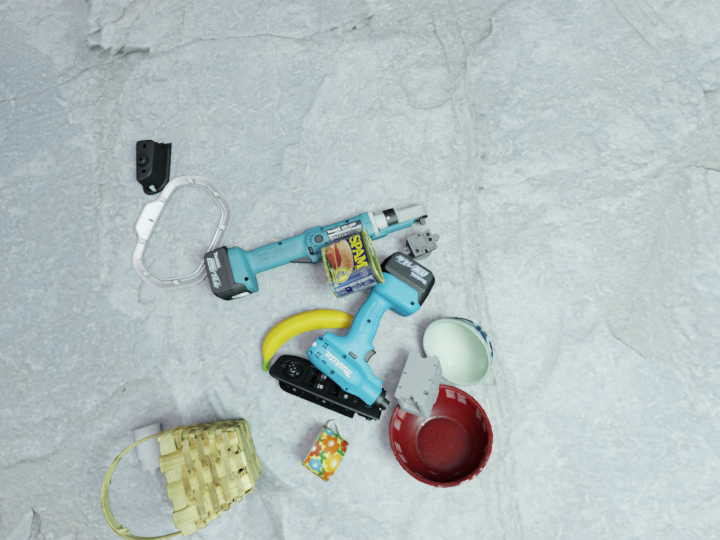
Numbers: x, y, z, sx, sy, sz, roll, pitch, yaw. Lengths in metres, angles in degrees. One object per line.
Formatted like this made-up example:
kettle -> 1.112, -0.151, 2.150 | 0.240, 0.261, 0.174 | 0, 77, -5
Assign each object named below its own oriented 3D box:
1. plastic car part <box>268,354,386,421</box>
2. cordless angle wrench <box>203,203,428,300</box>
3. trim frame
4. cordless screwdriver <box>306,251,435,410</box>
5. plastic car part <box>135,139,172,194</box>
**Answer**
plastic car part -> -0.063, 0.208, 0.744 | 0.206, 0.066, 0.067 | 22, 45, 6
cordless angle wrench -> -0.078, -0.051, 0.801 | 0.423, 0.073, 0.100 | -18, 78, -1
trim frame -> -0.365, -0.080, 0.858 | 0.188, 0.027, 0.249 | 21, 82, 11
cordless screwdriver -> 0.041, 0.100, 0.731 | 0.162, 0.073, 0.248 | 37, 75, 9
plastic car part -> -0.437, -0.223, 0.874 | 0.066, 0.069, 0.118 | -5, 75, 4
